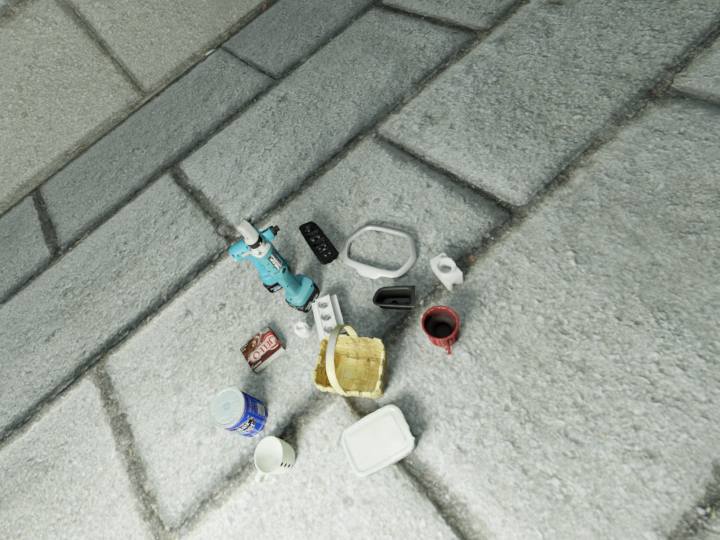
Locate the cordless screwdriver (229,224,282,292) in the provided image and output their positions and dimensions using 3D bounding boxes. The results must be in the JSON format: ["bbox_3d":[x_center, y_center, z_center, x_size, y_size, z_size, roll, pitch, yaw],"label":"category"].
[{"bbox_3d":[-0.280,-0.038,1.311,0.159,0.236,0.078,-30,55,0],"label":"cordless screwdriver"}]

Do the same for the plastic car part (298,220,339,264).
[{"bbox_3d":[-0.136,-0.089,1.392,0.066,0.064,0.214,-35,54,-3],"label":"plastic car part"}]

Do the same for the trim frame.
[{"bbox_3d":[0.056,-0.061,1.320,0.261,0.026,0.185,16,67,29],"label":"trim frame"}]

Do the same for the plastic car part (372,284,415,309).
[{"bbox_3d":[0.099,0.085,1.187,0.120,0.067,0.067,-3,59,20],"label":"plastic car part"}]

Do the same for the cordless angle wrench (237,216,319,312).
[{"bbox_3d":[-0.229,-0.010,1.170,0.078,0.402,0.098,22,69,29],"label":"cordless angle wrench"}]
